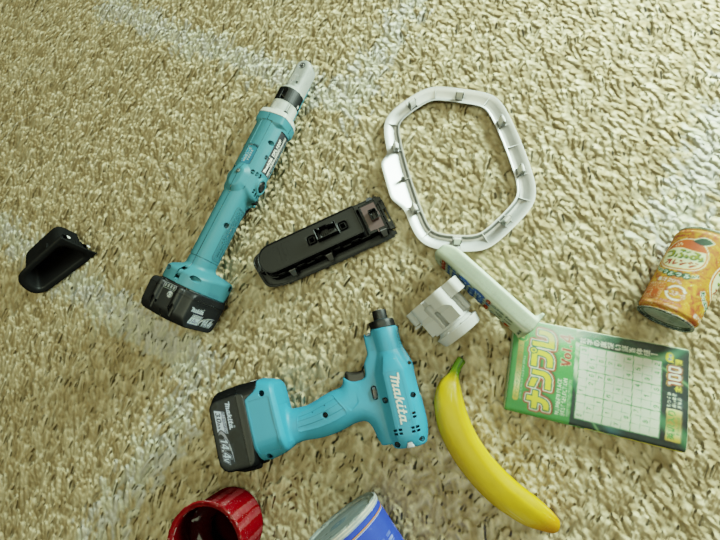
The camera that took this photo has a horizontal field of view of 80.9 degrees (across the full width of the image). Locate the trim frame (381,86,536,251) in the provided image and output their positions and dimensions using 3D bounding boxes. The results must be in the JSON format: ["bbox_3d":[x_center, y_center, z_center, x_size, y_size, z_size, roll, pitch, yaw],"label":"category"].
[{"bbox_3d":[0.124,-0.145,0.571,0.187,0.026,0.253,-16,75,10],"label":"trim frame"}]

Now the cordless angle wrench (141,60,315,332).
[{"bbox_3d":[-0.163,-0.124,0.604,0.077,0.094,0.424,20,79,17],"label":"cordless angle wrench"}]

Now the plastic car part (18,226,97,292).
[{"bbox_3d":[-0.496,-0.026,0.677,0.117,0.062,0.074,-35,59,6],"label":"plastic car part"}]

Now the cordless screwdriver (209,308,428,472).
[{"bbox_3d":[-0.056,0.148,0.521,0.251,0.072,0.163,-13,74,6],"label":"cordless screwdriver"}]

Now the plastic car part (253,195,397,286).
[{"bbox_3d":[-0.056,-0.037,0.572,0.205,0.065,0.067,-25,82,9],"label":"plastic car part"}]
